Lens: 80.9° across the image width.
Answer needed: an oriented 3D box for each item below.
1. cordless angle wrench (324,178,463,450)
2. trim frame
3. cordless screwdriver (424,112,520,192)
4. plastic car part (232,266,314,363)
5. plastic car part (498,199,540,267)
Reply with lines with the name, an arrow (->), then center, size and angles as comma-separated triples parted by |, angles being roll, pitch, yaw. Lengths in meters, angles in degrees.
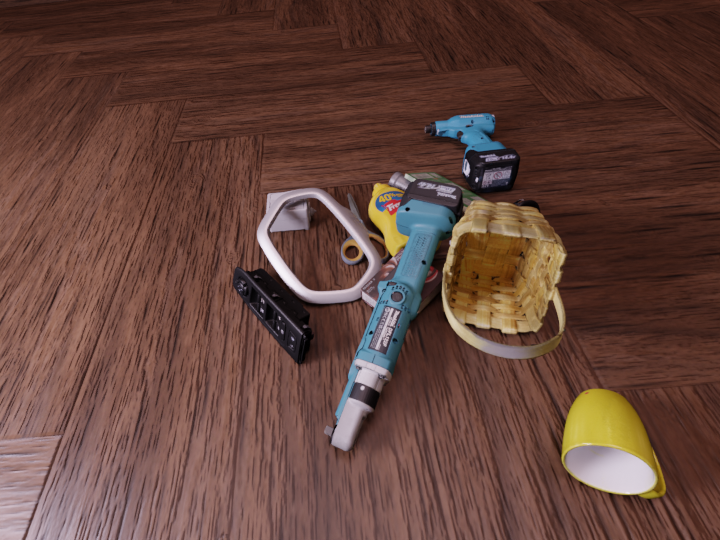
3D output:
cordless angle wrench -> 0.053, 0.048, 0.621 | 0.101, 0.071, 0.425 | 15, 62, 18
trim frame -> -0.074, -0.048, 0.756 | 0.182, 0.027, 0.259 | -33, 66, -15
cordless screwdriver -> 0.240, -0.271, 0.934 | 0.160, 0.071, 0.257 | -4, 44, 2
plastic car part -> -0.139, 0.054, 0.686 | 0.065, 0.064, 0.214 | -30, 51, -34
plastic car part -> 0.266, -0.076, 0.736 | 0.065, 0.112, 0.075 | -28, 28, -21
